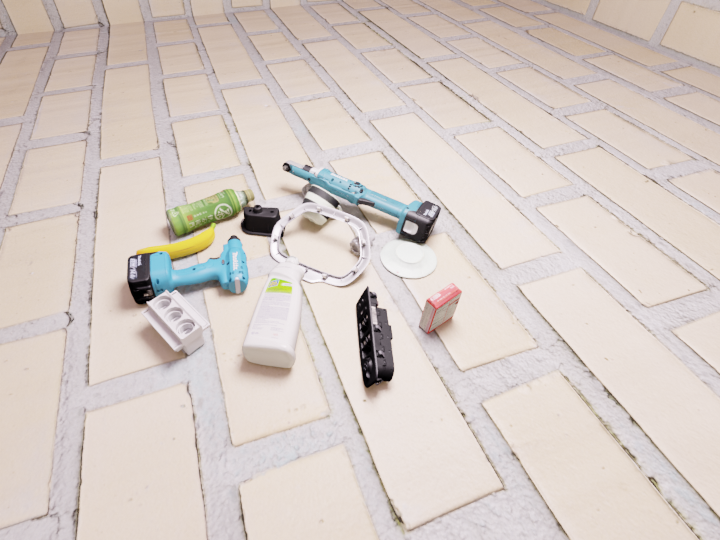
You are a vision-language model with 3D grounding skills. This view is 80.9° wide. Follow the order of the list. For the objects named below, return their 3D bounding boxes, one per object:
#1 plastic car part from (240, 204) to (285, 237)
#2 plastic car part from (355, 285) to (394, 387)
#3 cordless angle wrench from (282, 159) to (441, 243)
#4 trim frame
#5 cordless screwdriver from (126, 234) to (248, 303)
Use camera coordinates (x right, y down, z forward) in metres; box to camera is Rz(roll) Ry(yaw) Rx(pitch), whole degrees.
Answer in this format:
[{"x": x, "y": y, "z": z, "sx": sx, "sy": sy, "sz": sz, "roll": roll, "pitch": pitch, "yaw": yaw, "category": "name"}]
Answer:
[{"x": -0.245, "y": -0.131, "z": 1.051, "sx": 0.117, "sy": 0.069, "sz": 0.067, "roll": 6, "pitch": 45, "yaw": 1, "category": "plastic car part"}, {"x": 0.028, "y": 0.131, "z": 0.807, "sx": 0.065, "sy": 0.066, "sz": 0.209, "roll": 20, "pitch": 41, "yaw": -19, "category": "plastic car part"}, {"x": -0.014, "y": -0.197, "z": 1.075, "sx": 0.437, "sy": 0.073, "sz": 0.097, "roll": 26, "pitch": 39, "yaw": 17, "category": "cordless angle wrench"}, {"x": -0.095, "y": -0.062, "z": 0.973, "sx": 0.257, "sy": 0.026, "sz": 0.184, "roll": 22, "pitch": 78, "yaw": 19, "category": "trim frame"}, {"x": -0.377, "y": -0.012, "z": 0.938, "sx": 0.245, "sy": 0.072, "sz": 0.166, "roll": -7, "pitch": 46, "yaw": -12, "category": "cordless screwdriver"}]
